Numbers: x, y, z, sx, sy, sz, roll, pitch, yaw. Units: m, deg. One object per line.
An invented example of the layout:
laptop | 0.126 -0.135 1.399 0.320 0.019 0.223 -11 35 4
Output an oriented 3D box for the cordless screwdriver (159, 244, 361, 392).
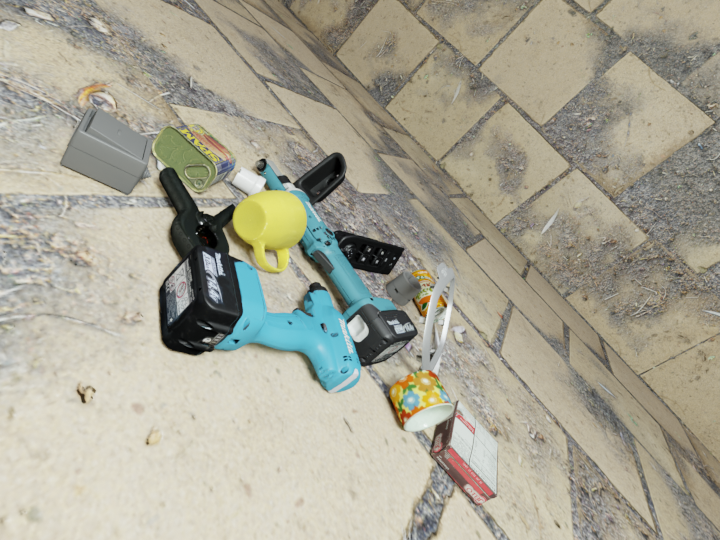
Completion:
cordless screwdriver | -0.107 0.044 0.502 0.235 0.075 0.167 29 28 -40

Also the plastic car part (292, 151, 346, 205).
plastic car part | -0.072 -0.186 0.885 0.068 0.117 0.069 53 3 14

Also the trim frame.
trim frame | 0.131 0.081 0.724 0.029 0.182 0.241 10 14 21

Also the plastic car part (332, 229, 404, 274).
plastic car part | 0.004 -0.042 0.819 0.070 0.066 0.193 48 23 29

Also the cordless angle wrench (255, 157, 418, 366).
cordless angle wrench | -0.069 -0.045 0.707 0.093 0.075 0.442 8 41 -54
